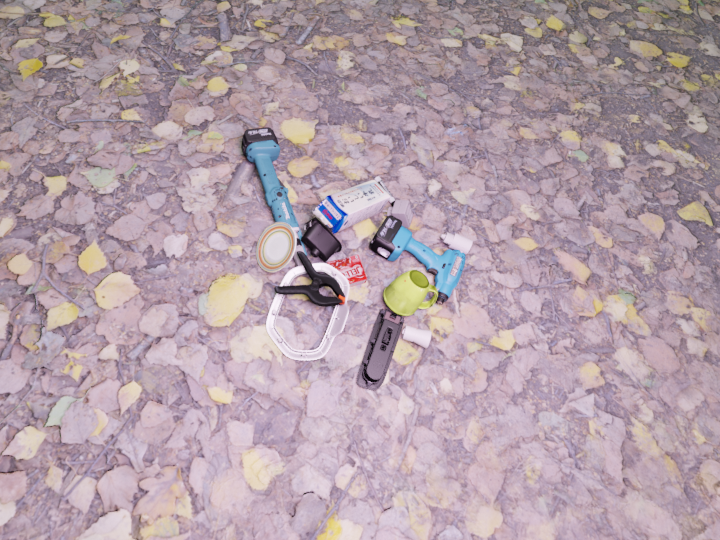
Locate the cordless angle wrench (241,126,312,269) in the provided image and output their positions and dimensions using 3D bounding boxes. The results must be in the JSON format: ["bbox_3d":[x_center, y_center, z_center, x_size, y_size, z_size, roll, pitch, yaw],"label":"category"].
[{"bbox_3d":[-0.224,-0.196,1.150,0.095,0.074,0.434,-14,71,-24],"label":"cordless angle wrench"}]

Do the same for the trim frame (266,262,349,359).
[{"bbox_3d":[-0.123,0.093,1.025,0.187,0.027,0.250,18,67,8],"label":"trim frame"}]

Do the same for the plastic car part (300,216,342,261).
[{"bbox_3d":[-0.107,-0.070,1.090,0.114,0.068,0.070,47,63,-11],"label":"plastic car part"}]

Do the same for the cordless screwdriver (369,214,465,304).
[{"bbox_3d":[0.143,-0.028,1.109,0.251,0.073,0.160,27,63,3],"label":"cordless screwdriver"}]

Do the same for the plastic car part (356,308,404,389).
[{"bbox_3d":[0.053,0.183,0.998,0.066,0.067,0.204,25,65,-4],"label":"plastic car part"}]
